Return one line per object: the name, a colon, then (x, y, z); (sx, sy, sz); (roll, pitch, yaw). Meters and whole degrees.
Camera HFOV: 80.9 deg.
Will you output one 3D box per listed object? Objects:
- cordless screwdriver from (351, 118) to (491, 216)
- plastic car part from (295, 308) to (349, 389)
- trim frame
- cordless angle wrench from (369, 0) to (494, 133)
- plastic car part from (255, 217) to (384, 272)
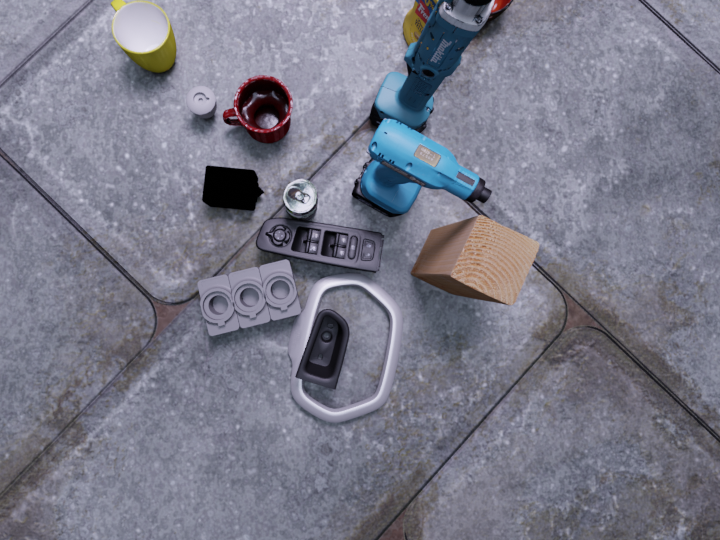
cordless screwdriver: (0.074, -0.128, 0.615); (0.159, 0.250, 0.074); (29, 86, -4)
plastic car part: (-0.057, 0.119, 0.685); (0.066, 0.071, 0.117); (17, 87, -4)
trim frame: (-0.027, 0.127, 0.707); (0.184, 0.027, 0.249); (11, 86, -1)
cordless angle wrench: (0.094, -0.274, 0.538); (0.097, 0.425, 0.074); (24, 87, -6)
plastic car part: (-0.068, -0.045, 0.697); (0.202, 0.067, 0.066); (10, 87, -2)
